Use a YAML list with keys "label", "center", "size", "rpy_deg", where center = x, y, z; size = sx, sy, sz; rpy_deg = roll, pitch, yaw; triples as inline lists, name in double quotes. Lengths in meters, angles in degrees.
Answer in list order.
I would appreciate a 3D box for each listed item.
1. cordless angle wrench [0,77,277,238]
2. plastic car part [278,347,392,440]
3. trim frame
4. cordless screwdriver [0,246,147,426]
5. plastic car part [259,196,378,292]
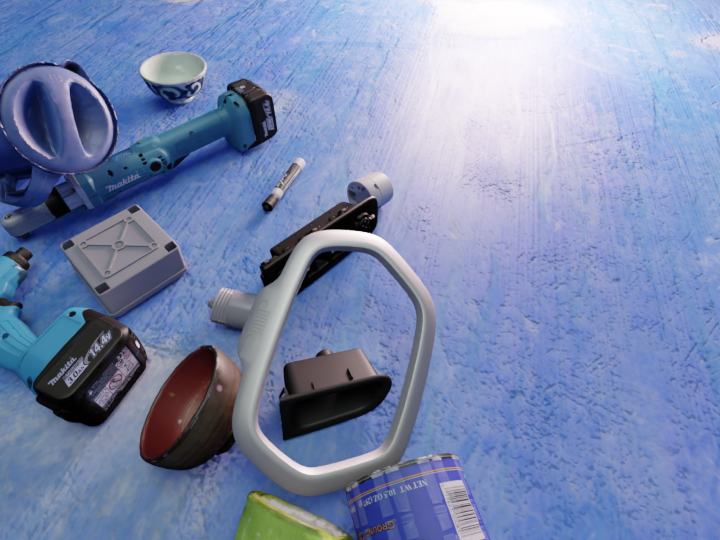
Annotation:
- label: "cordless angle wrench"
  center: [-0.321, -0.170, 0.645]
  size: [0.416, 0.094, 0.078]
  rpy_deg: [-36, 59, -23]
- label: "plastic car part"
  center: [-0.035, 0.117, 0.446]
  size: [0.114, 0.064, 0.075]
  rpy_deg: [-13, 40, -18]
- label: "trim frame"
  center: [-0.021, 0.077, 0.402]
  size: [0.181, 0.028, 0.250]
  rpy_deg: [21, 73, -9]
- label: "cordless screwdriver"
  center: [-0.356, 0.059, 0.470]
  size: [0.255, 0.072, 0.160]
  rpy_deg: [14, 52, 13]
- label: "plastic car part"
  center: [-0.055, -0.036, 0.567]
  size: [0.199, 0.064, 0.071]
  rpy_deg: [-35, 36, -25]
